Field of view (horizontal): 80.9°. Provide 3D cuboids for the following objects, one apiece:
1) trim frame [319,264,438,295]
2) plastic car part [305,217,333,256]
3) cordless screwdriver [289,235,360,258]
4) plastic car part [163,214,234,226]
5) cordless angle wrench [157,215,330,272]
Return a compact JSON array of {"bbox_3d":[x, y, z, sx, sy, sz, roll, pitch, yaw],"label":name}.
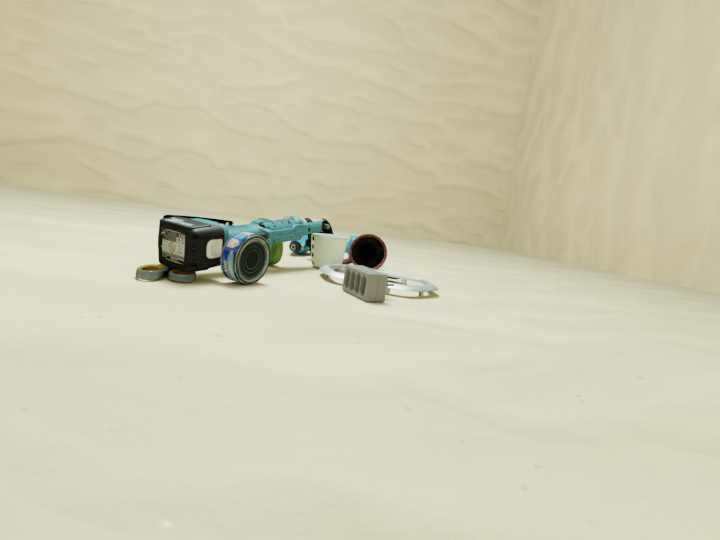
[{"bbox_3d":[0.034,0.018,0.870,0.256,0.027,0.180,8,9,16],"label":"trim frame"},{"bbox_3d":[-0.107,-0.070,1.092,0.073,0.117,0.064,-15,-4,23],"label":"plastic car part"},{"bbox_3d":[-0.074,-0.064,1.183,0.253,0.074,0.158,5,8,8],"label":"cordless screwdriver"},{"bbox_3d":[-0.472,-0.115,1.214,0.203,0.065,0.068,9,32,-1],"label":"plastic car part"},{"bbox_3d":[-0.191,-0.073,0.825,0.103,0.073,0.408,14,16,27],"label":"cordless angle wrench"}]
